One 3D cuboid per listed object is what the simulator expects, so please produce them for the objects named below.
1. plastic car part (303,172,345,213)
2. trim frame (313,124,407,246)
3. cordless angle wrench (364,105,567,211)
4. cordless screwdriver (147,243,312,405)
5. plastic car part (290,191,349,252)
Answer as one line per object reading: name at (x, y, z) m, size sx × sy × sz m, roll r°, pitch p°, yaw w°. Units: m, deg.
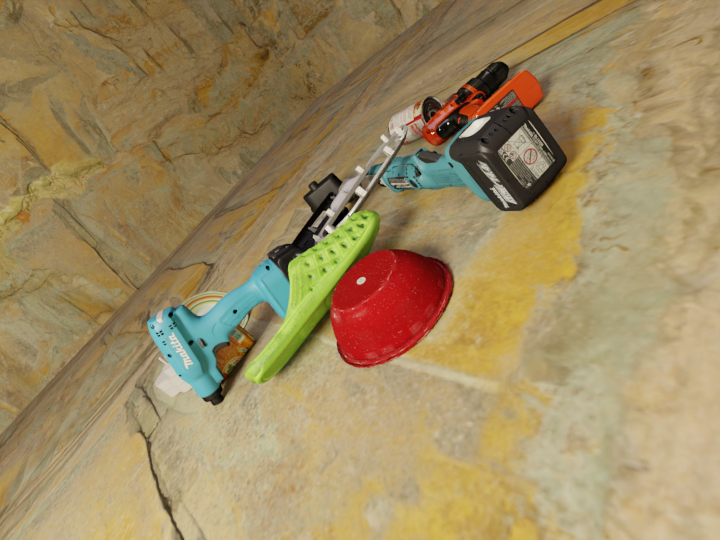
plastic car part at (-0.081, -0.174, 0.945) m, size 0.118 × 0.068 × 0.067 m, roll -33°, pitch 22°, yaw 16°
trim frame at (-0.003, -0.137, 0.674) m, size 0.248 × 0.027 × 0.188 m, roll -59°, pitch 14°, yaw -10°
cordless angle wrench at (0.096, -0.148, 0.625) m, size 0.074 × 0.095 × 0.438 m, roll -46°, pitch 20°, yaw -7°
cordless screwdriver at (-0.165, 0.076, 0.628) m, size 0.246 × 0.155 × 0.077 m, roll -32°, pitch 15°, yaw -13°
plastic car part at (-0.074, -0.048, 0.753) m, size 0.071 × 0.063 × 0.202 m, roll 17°, pitch 60°, yaw 36°
